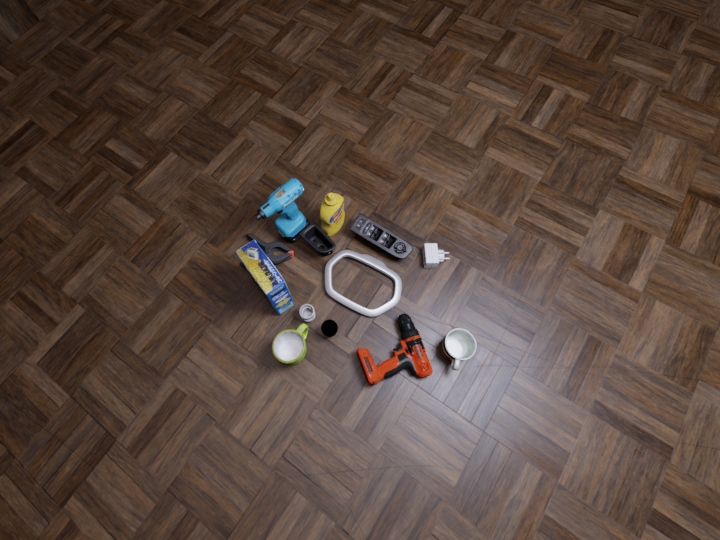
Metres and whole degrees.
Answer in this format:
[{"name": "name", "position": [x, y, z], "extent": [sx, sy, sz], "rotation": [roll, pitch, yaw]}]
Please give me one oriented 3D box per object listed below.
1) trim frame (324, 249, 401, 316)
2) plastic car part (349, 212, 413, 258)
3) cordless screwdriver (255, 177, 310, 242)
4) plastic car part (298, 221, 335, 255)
[{"name": "trim frame", "position": [0.005, 0.035, 1.296], "extent": [0.255, 0.027, 0.184], "rotation": [25, 71, 14]}, {"name": "plastic car part", "position": [0.065, -0.096, 1.328], "extent": [0.209, 0.065, 0.066], "rotation": [31, 72, 16]}, {"name": "cordless screwdriver", "position": [-0.234, -0.162, 1.282], "extent": [0.158, 0.242, 0.077], "rotation": [-42, 75, -15]}, {"name": "plastic car part", "position": [-0.131, -0.085, 1.336], "extent": [0.065, 0.069, 0.121], "rotation": [-41, 71, -14]}]
